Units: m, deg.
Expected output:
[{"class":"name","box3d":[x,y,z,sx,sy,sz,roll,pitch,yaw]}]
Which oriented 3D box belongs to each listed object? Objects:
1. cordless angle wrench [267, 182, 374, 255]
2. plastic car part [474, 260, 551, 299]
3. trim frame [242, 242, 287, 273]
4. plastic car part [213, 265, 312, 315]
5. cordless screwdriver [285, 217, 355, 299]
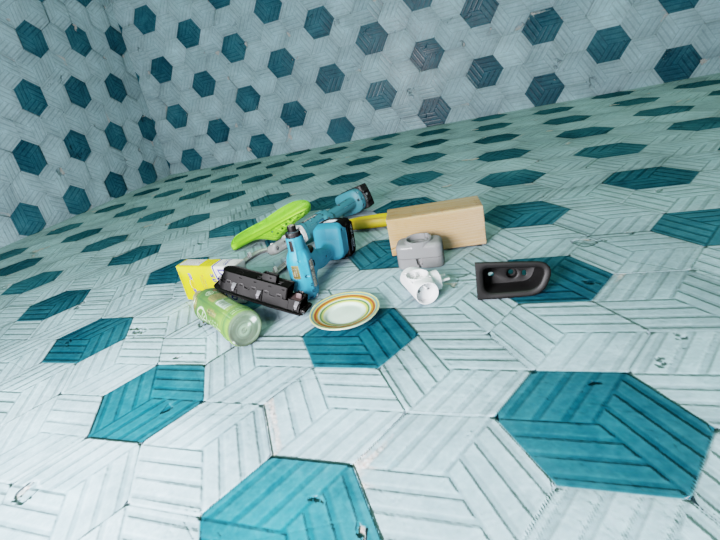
[{"class":"cordless angle wrench","box3d":[-0.109,-0.142,1.197,0.102,0.073,0.414,-15,17,42]},{"class":"plastic car part","box3d":[0.259,0.009,0.735,0.119,0.065,0.070,-4,10,12]},{"class":"trim frame","box3d":[-0.249,-0.023,1.100,0.192,0.027,0.245,1,26,27]},{"class":"plastic car part","box3d":[-0.198,0.033,0.836,0.208,0.066,0.066,11,25,15]},{"class":"cordless screwdriver","box3d":[-0.092,-0.060,0.942,0.077,0.155,0.247,-3,23,23]}]
